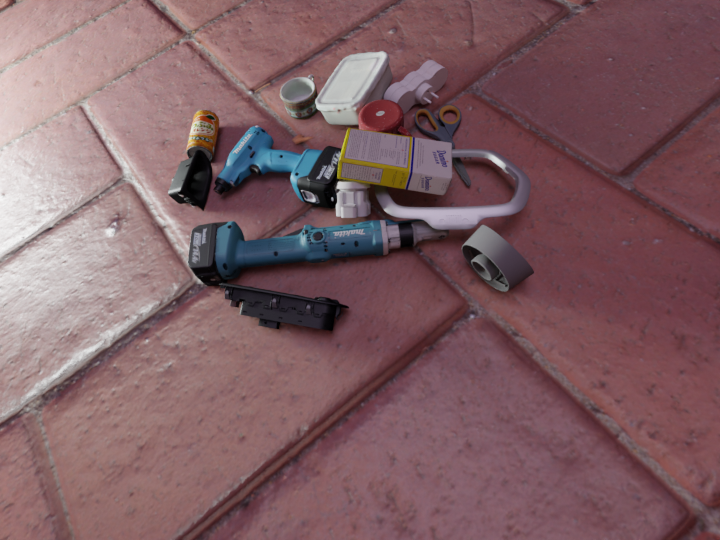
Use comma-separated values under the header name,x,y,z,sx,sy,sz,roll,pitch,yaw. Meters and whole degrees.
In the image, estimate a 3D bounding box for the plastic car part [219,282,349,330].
name,x,y,z,sx,sy,sz,roll,pitch,yaw
plastic car part,-0.121,0.058,0.660,0.208,0.064,0.068,4,73,13

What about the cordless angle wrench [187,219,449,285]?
name,x,y,z,sx,sy,sz,roll,pitch,yaw
cordless angle wrench,-0.069,-0.045,0.703,0.427,0.071,0.101,-6,62,5

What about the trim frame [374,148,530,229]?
name,x,y,z,sx,sy,sz,roll,pitch,yaw
trim frame,0.147,-0.141,0.702,0.252,0.026,0.189,0,51,9

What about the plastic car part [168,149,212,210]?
name,x,y,z,sx,sy,sz,roll,pitch,yaw
plastic car part,-0.342,-0.177,0.836,0.073,0.062,0.120,-12,57,19

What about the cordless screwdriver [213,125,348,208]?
name,x,y,z,sx,sy,sz,roll,pitch,yaw
cordless screwdriver,-0.150,-0.179,0.790,0.260,0.071,0.159,22,68,25
